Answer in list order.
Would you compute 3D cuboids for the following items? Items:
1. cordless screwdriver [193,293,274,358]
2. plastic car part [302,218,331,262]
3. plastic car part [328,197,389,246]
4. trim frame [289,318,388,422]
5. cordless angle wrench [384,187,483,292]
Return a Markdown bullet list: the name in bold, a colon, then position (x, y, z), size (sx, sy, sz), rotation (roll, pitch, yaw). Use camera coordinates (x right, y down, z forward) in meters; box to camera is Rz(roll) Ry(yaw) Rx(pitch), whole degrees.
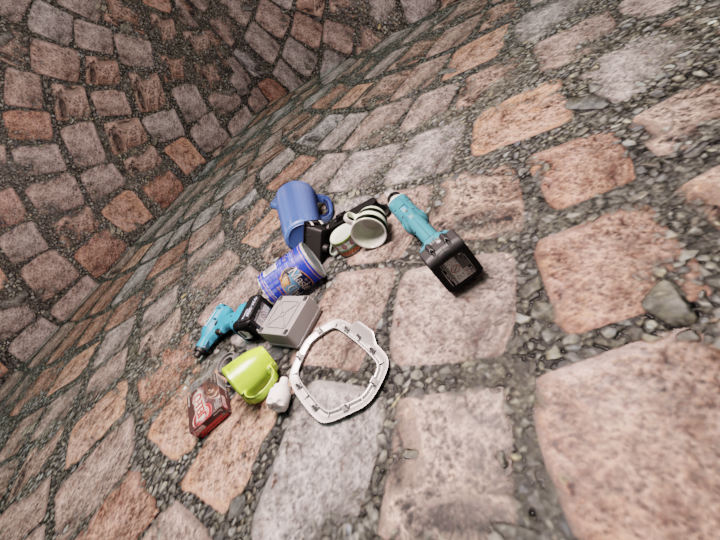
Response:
- **cordless screwdriver**: position (-0.328, 0.148, 1.077), size (0.258, 0.071, 0.160), rotation (-14, 41, 42)
- **plastic car part**: position (-0.108, -0.071, 1.103), size (0.075, 0.115, 0.063), rotation (13, 16, 39)
- **plastic car part**: position (-0.020, -0.133, 1.113), size (0.207, 0.064, 0.067), rotation (-23, 27, 22)
- **trim frame**: position (-0.049, 0.175, 0.794), size (0.183, 0.026, 0.261), rotation (-45, 31, -10)
- **cordless angle wrench**: position (0.118, -0.103, 0.906), size (0.075, 0.094, 0.439), rotation (-39, 29, 8)
